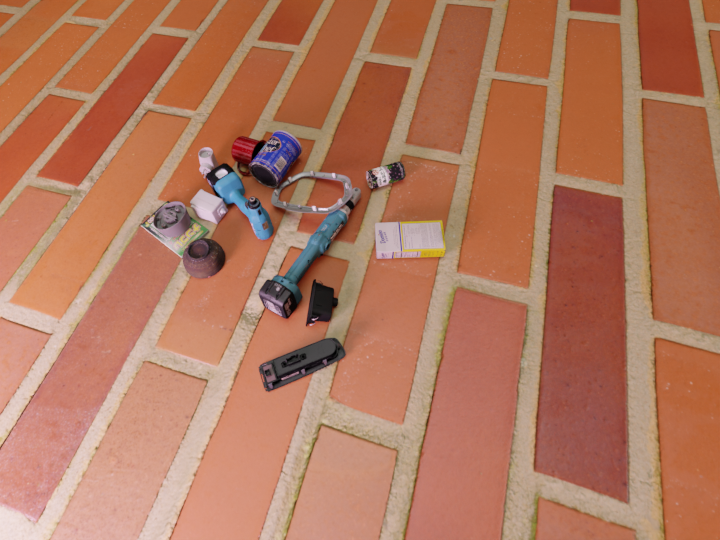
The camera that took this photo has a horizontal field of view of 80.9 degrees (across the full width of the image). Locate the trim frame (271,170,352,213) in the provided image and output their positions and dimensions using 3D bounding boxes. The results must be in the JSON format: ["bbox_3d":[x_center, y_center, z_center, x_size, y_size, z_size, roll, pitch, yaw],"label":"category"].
[{"bbox_3d":[-0.139,-0.222,1.191,0.260,0.026,0.184,13,55,26],"label":"trim frame"}]

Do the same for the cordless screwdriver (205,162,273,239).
[{"bbox_3d":[-0.333,-0.205,1.160,0.073,0.154,0.260,-37,63,-17],"label":"cordless screwdriver"}]

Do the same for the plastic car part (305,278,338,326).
[{"bbox_3d":[-0.091,0.079,1.039,0.070,0.065,0.119,14,58,-7],"label":"plastic car part"}]

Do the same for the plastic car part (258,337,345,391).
[{"bbox_3d":[-0.135,0.203,0.969,0.201,0.065,0.069,-20,55,-9],"label":"plastic car part"}]

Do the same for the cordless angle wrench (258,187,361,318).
[{"bbox_3d":[-0.108,-0.071,1.105,0.077,0.094,0.422,24,62,17],"label":"cordless angle wrench"}]
